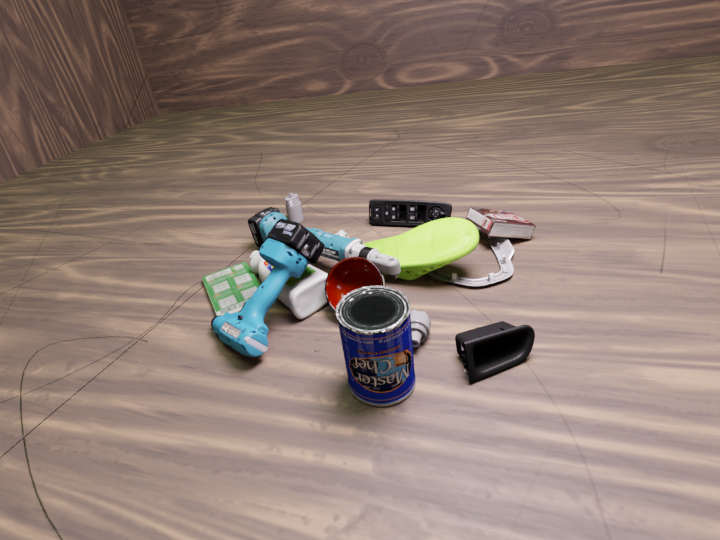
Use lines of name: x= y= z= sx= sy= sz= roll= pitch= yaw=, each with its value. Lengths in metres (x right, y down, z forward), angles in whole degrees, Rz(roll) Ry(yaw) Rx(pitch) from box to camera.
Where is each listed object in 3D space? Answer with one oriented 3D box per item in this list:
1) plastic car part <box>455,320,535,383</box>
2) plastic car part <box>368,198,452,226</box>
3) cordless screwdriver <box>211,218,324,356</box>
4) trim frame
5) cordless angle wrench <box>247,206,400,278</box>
plastic car part: x=0.193 y=0.110 z=0.642 sx=0.114 sy=0.064 sz=0.074 roll=-17 pitch=18 yaw=-17
plastic car part: x=0.125 y=-0.142 z=1.049 sx=0.212 sy=0.066 sz=0.065 roll=6 pitch=8 yaw=27
cordless screwdriver: x=-0.181 y=0.025 z=0.781 sx=0.168 sy=0.070 sz=0.249 roll=11 pitch=68 yaw=47
trim frame: x=0.220 y=-0.042 z=0.893 sx=0.186 sy=0.026 sz=0.254 roll=-6 pitch=31 yaw=6
cordless angle wrench: x=-0.090 y=-0.059 z=0.918 sx=0.447 sy=0.094 sz=0.073 roll=18 pitch=43 yaw=42
